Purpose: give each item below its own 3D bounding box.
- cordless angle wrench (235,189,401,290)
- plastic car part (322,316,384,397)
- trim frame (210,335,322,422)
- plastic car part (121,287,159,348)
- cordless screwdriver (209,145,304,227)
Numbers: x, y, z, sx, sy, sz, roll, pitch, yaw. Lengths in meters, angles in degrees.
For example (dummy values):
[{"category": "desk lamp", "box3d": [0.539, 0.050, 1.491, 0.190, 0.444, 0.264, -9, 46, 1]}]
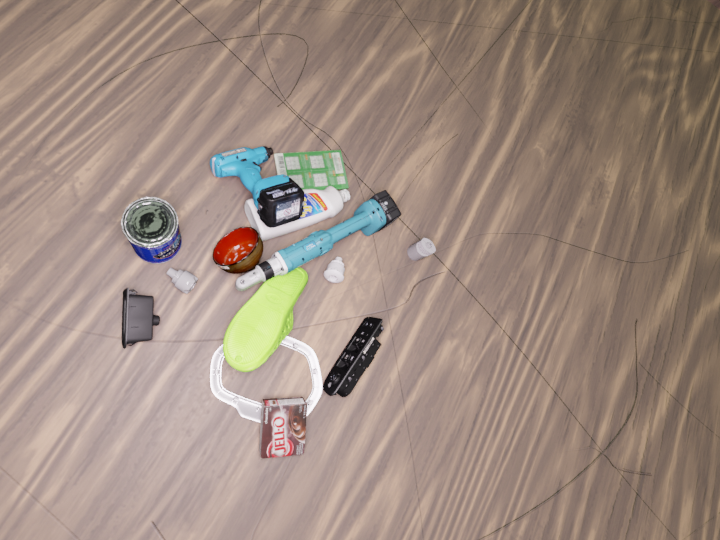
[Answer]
[{"category": "cordless angle wrench", "box3d": [-0.094, -0.061, 0.961, 0.414, 0.099, 0.075, -30, 85, -24]}, {"category": "plastic car part", "box3d": [-0.011, 0.200, 0.948, 0.202, 0.070, 0.064, -51, 121, -24]}, {"category": "trim frame", "box3d": [-0.197, 0.225, 0.905, 0.243, 0.028, 0.186, 22, 71, -10]}, {"category": "plastic car part", "box3d": [-0.447, 0.096, 0.860, 0.068, 0.068, 0.118, -1, 79, -33]}, {"category": "cordless screwdriver", "box3d": [-0.212, -0.206, 0.951, 0.155, 0.072, 0.262, -26, 52, -31]}]
